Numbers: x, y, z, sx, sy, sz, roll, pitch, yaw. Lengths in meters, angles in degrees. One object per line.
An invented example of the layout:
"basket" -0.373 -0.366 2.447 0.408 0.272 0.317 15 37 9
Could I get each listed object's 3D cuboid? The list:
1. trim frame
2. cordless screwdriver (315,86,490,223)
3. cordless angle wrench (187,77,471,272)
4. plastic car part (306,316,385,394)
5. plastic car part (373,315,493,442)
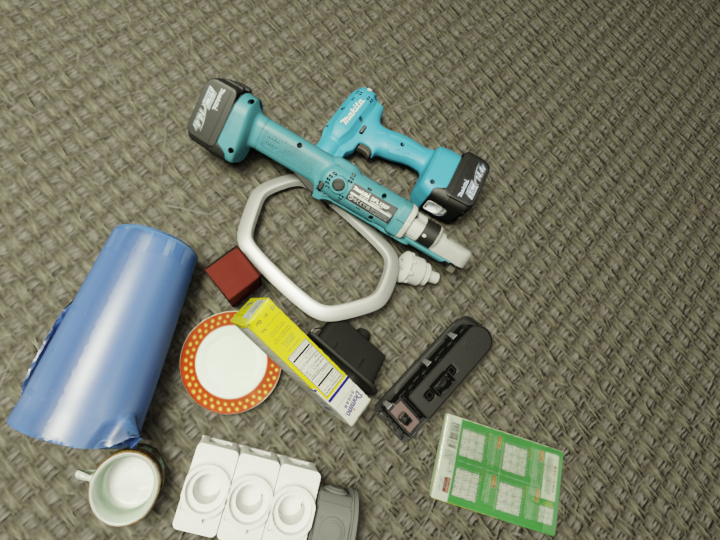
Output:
"trim frame" -0.059 -0.038 0.599 0.254 0.027 0.182 40 64 11
"cordless screwdriver" 0.053 -0.158 0.642 0.251 0.074 0.159 33 73 4
"cordless angle wrench" -0.031 -0.121 0.587 0.422 0.075 0.098 30 108 -2
"plastic car part" -0.017 0.105 0.571 0.116 0.066 0.071 37 58 -3
"plastic car part" 0.112 0.139 0.580 0.068 0.066 0.201 44 70 8
